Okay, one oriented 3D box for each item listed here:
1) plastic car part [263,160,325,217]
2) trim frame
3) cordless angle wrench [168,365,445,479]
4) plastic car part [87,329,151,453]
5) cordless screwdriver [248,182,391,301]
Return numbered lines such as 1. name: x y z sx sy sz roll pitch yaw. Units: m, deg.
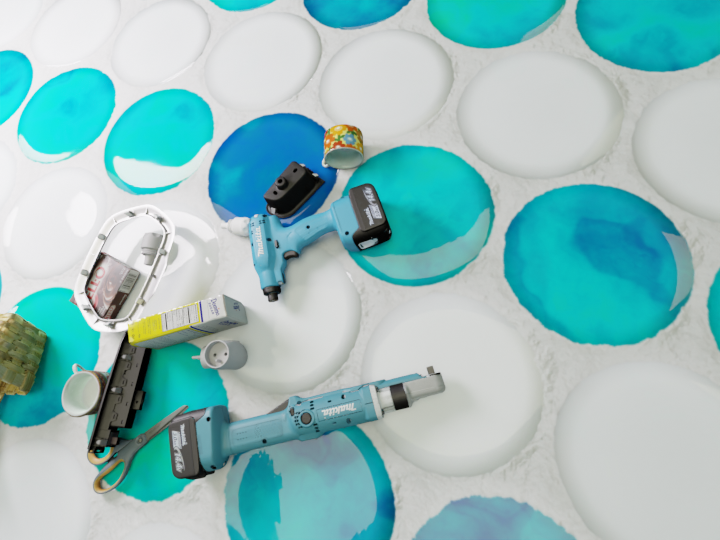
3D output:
1. plastic car part: -0.133 -0.154 0.782 0.069 0.068 0.116 39 81 20
2. trim frame: -0.438 -0.009 0.783 0.190 0.026 0.250 17 77 17
3. cordless angle wrench: -0.080 0.224 0.648 0.426 0.072 0.101 -15 71 5
4. plastic car part: -0.403 0.201 0.724 0.067 0.064 0.208 -1 66 0
5. cordless screwdriver: -0.072 -0.047 0.733 0.253 0.071 0.163 -15 70 11
